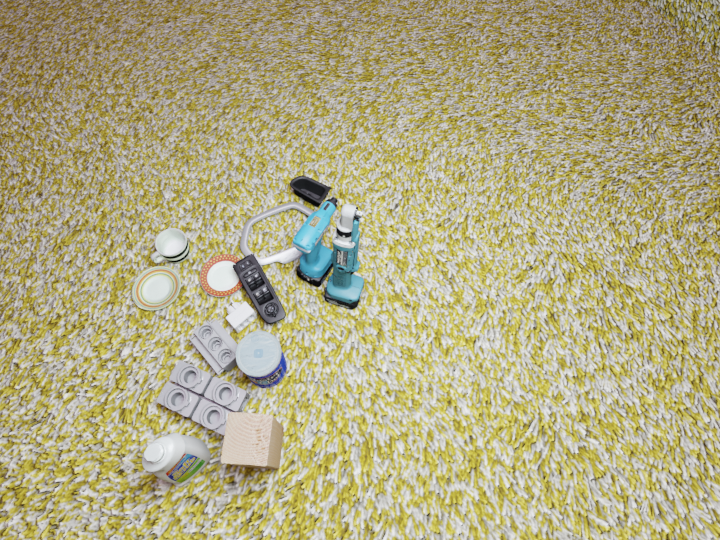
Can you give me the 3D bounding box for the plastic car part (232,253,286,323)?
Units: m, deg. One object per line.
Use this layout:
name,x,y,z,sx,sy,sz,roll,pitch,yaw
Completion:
plastic car part,-0.265,0.058,1.123,0.065,0.065,0.211,-29,65,-15

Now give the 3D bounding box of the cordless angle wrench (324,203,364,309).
cordless angle wrench,-0.035,-0.025,0.964,0.099,0.412,0.075,18,64,5

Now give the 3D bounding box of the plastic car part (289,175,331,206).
plastic car part,-0.153,-0.233,1.274,0.120,0.069,0.066,28,65,14

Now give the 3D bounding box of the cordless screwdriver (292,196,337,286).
cordless screwdriver,-0.106,-0.069,1.086,0.076,0.242,0.159,27,65,10

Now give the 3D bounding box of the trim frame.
trim frame,-0.232,-0.107,1.233,0.245,0.027,0.192,-24,64,-11
